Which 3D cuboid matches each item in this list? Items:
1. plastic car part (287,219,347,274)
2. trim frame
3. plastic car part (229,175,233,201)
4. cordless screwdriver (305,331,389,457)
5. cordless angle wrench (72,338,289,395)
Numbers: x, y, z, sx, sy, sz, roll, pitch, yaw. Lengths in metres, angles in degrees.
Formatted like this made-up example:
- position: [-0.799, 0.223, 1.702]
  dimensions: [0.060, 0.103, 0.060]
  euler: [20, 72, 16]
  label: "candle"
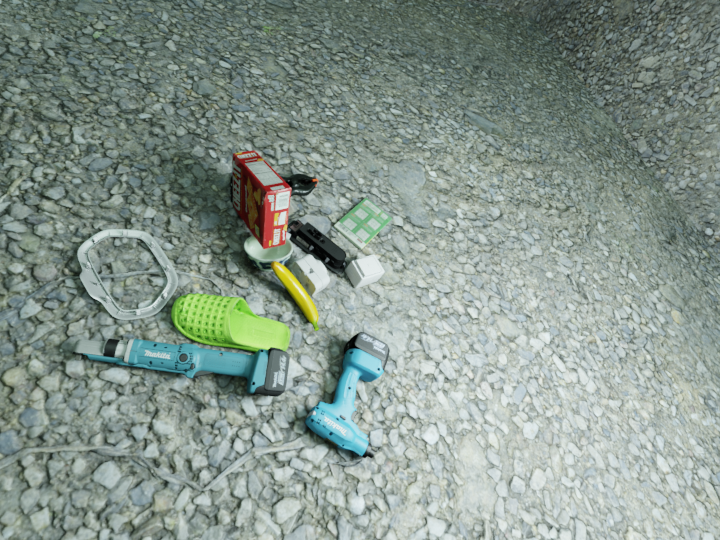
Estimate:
- position: [-0.113, -0.074, 1.159]
  dimensions: [0.205, 0.067, 0.065]
  euler: [41, 44, 5]
  label: "plastic car part"
- position: [-0.529, 0.000, 0.960]
  dimensions: [0.179, 0.027, 0.255]
  euler: [-28, 72, -34]
  label: "trim frame"
- position: [-0.323, -0.244, 1.199]
  dimensions: [0.112, 0.065, 0.074]
  euler: [-16, 51, -35]
  label: "plastic car part"
- position: [-0.002, 0.275, 0.950]
  dimensions: [0.159, 0.074, 0.249]
  euler: [30, 55, -1]
  label: "cordless screwdriver"
- position: [-0.361, 0.184, 0.868]
  dimensions: [0.415, 0.074, 0.099]
  euler: [10, 69, -10]
  label: "cordless angle wrench"
